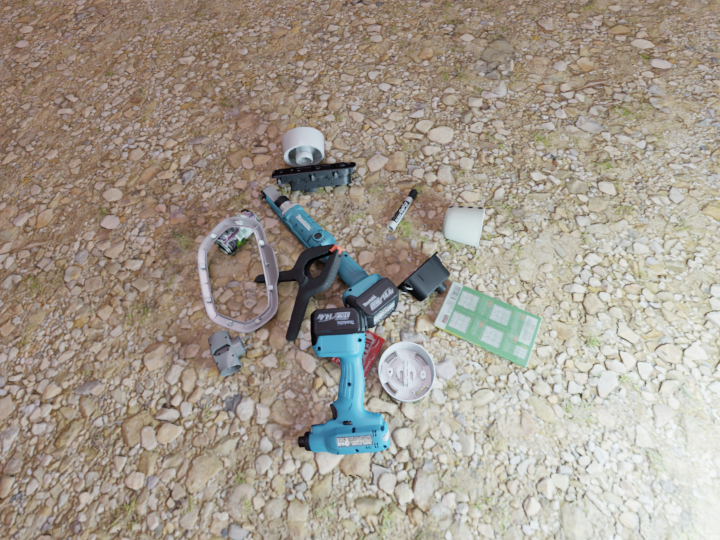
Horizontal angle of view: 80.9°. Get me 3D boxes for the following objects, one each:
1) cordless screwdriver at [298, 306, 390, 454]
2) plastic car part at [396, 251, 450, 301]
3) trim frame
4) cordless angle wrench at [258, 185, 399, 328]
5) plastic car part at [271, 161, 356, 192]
[{"bbox_3d":[-0.047,0.192,0.748,0.162,0.072,0.252,-11,79,12],"label":"cordless screwdriver"},{"bbox_3d":[0.140,0.019,0.861,0.115,0.065,0.072,-37,81,-17],"label":"plastic car part"},{"bbox_3d":[-0.257,0.006,0.886,0.187,0.026,0.253,-16,76,12],"label":"trim frame"},{"bbox_3d":[-0.090,-0.059,0.922,0.097,0.071,0.443,-37,62,-15],"label":"cordless angle wrench"},{"bbox_3d":[-0.107,-0.223,1.011,0.203,0.065,0.068,-10,18,1],"label":"plastic car part"}]
